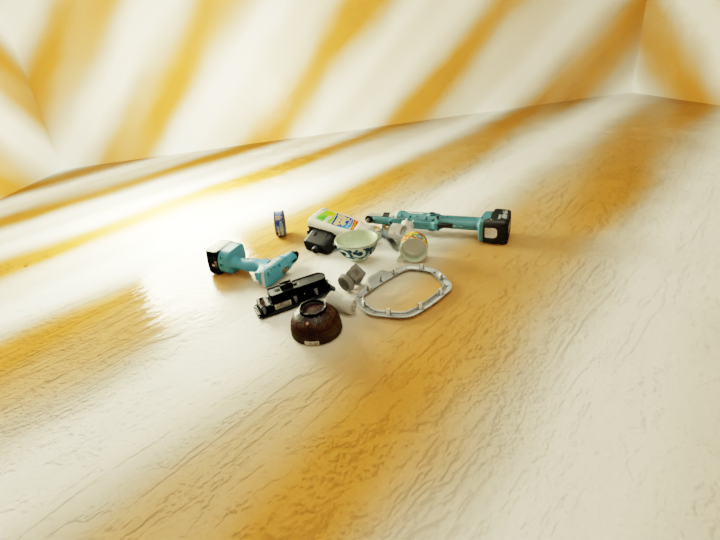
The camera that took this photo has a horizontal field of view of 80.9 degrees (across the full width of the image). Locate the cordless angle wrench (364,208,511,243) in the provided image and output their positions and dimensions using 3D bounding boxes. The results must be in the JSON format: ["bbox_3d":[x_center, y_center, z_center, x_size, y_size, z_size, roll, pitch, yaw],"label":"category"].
[{"bbox_3d":[0.215,-0.145,1.261,0.441,0.072,0.097,7,31,27],"label":"cordless angle wrench"}]

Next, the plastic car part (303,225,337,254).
[{"bbox_3d":[-0.124,-0.081,1.266,0.123,0.063,0.070,19,52,36],"label":"plastic car part"}]

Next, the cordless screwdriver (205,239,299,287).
[{"bbox_3d":[-0.308,-0.033,1.208,0.260,0.072,0.157,12,33,27],"label":"cordless screwdriver"}]

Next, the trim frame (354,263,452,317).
[{"bbox_3d":[0.100,0.042,1.003,0.242,0.027,0.195,-31,34,-32],"label":"trim frame"}]

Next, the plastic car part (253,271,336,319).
[{"bbox_3d":[-0.161,0.051,1.027,0.198,0.065,0.069,-15,21,-18],"label":"plastic car part"}]
